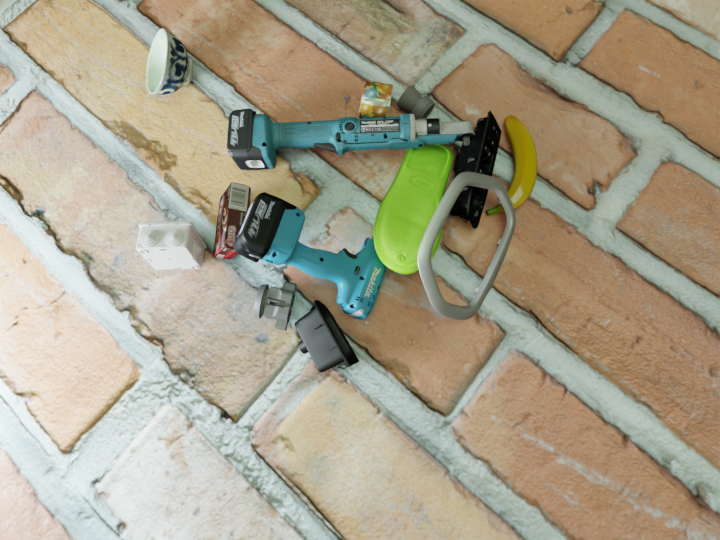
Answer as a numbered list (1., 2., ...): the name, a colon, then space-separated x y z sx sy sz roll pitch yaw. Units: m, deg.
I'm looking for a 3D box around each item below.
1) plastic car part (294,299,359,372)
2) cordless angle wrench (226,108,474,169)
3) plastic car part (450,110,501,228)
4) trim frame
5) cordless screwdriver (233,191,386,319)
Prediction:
1. plastic car part: -0.064 0.115 0.682 0.071 0.064 0.120 -37 74 7
2. cordless angle wrench: -0.019 -0.239 0.746 0.428 0.072 0.099 -1 76 6
3. plastic car part: 0.195 -0.173 0.736 0.070 0.063 0.205 3 72 30
4. trim frame: 0.173 -0.041 0.671 0.176 0.029 0.249 36 71 -25
5. cordless screwdriver: -0.067 -0.044 0.681 0.242 0.076 0.160 28 66 -14
